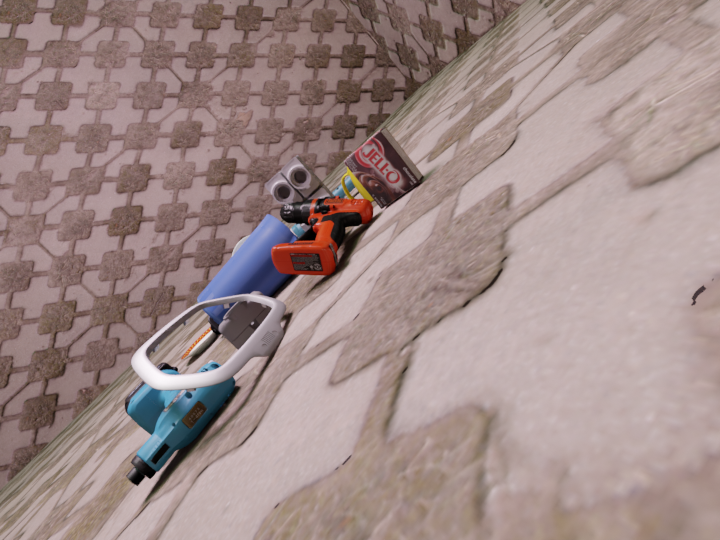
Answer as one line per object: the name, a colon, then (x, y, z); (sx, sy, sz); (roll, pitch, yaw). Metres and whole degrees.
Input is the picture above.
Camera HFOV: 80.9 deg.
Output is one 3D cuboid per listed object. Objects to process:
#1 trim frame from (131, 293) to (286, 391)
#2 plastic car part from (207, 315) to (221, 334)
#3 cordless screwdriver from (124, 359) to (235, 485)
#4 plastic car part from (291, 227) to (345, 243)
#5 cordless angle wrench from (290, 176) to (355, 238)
trim frame: (-0.203, 0.092, 0.599); (0.189, 0.027, 0.248); (0, 21, 15)
plastic car part: (-0.300, 0.080, 1.009); (0.067, 0.065, 0.203); (-47, 10, 34)
cordless screwdriver: (-0.284, 0.207, 0.606); (0.257, 0.072, 0.158); (-17, 29, 51)
plastic car part: (-0.082, -0.054, 0.837); (0.115, 0.066, 0.071); (-46, -2, -28)
cordless angle wrench: (-0.104, -0.174, 1.194); (0.425, 0.073, 0.099); (-43, 13, 10)
